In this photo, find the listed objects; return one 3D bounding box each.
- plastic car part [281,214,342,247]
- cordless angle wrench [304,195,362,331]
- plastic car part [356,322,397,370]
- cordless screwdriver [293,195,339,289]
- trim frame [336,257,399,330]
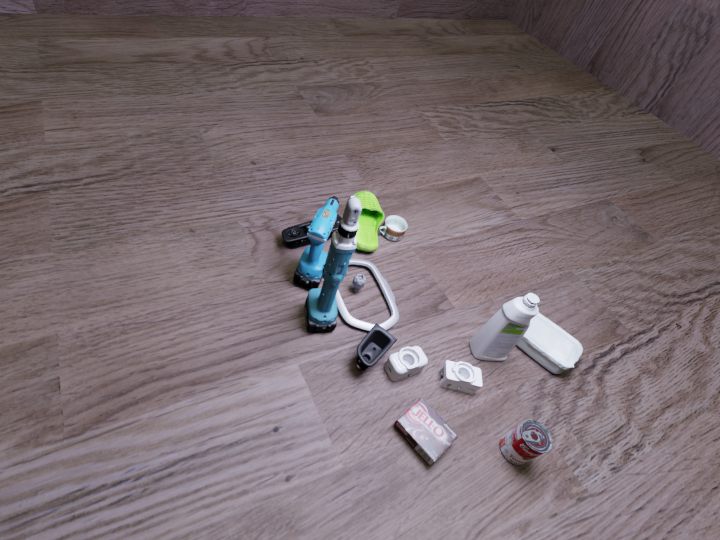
[{"bbox_3d":[-0.146,-0.115,1.281,0.197,0.066,0.069,-15,56,-25],"label":"plastic car part"},{"bbox_3d":[-0.060,-0.001,0.965,0.073,0.416,0.102,2,51,-16],"label":"cordless angle wrench"},{"bbox_3d":[0.026,0.200,1.042,0.068,0.070,0.115,36,51,15],"label":"plastic car part"},{"bbox_3d":[-0.111,-0.072,1.131,0.075,0.245,0.161,21,48,0],"label":"cordless screwdriver"},{"bbox_3d":[0.009,0.065,1.185,0.179,0.027,0.260,-11,53,-21],"label":"trim frame"}]
